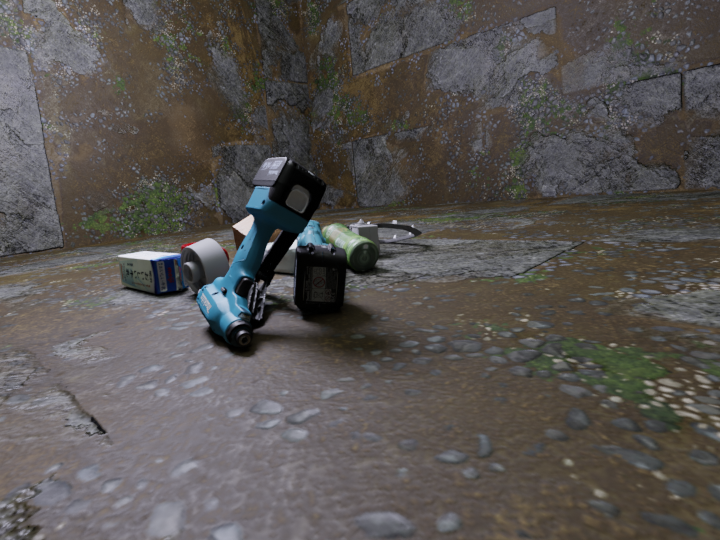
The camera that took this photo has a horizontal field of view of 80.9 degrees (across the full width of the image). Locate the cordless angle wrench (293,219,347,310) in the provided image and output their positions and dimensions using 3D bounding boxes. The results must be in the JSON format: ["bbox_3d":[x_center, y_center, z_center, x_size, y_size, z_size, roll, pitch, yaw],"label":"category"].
[{"bbox_3d":[-0.094,-0.048,0.805,0.073,0.096,0.435,2,17,-11],"label":"cordless angle wrench"}]

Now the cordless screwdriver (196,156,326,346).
[{"bbox_3d":[-0.132,-0.027,0.568,0.070,0.249,0.168,29,-2,-35],"label":"cordless screwdriver"}]

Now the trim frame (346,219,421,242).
[{"bbox_3d":[0.054,-0.106,1.171,0.177,0.028,0.257,7,-6,-27],"label":"trim frame"}]
